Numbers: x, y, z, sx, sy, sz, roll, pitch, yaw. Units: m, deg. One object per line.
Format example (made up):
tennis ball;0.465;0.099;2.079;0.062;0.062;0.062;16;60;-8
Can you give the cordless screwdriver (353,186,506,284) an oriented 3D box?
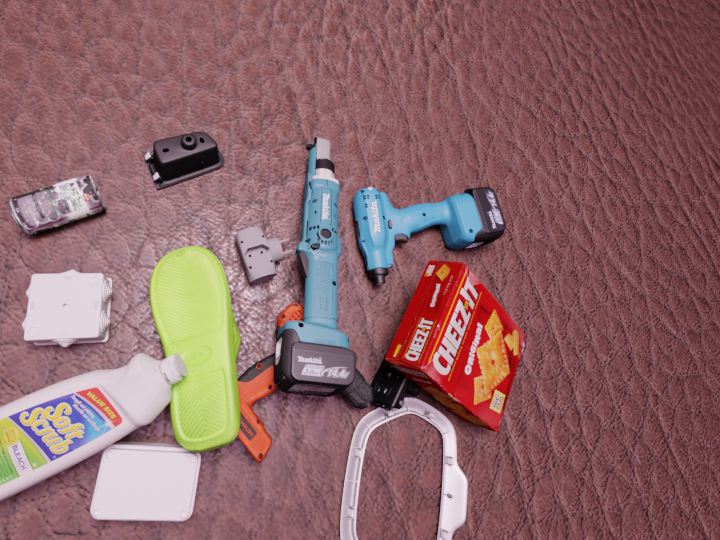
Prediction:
cordless screwdriver;0.115;-0.062;0.712;0.244;0.074;0.162;-4;75;-12

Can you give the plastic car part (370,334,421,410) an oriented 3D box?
plastic car part;0.085;0.123;0.649;0.065;0.068;0.204;33;67;-17

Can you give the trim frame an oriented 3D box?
trim frame;0.065;0.312;0.602;0.180;0.028;0.252;14;68;-12

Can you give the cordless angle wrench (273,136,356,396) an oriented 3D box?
cordless angle wrench;-0.062;-0.040;0.629;0.095;0.074;0.435;9;58;-17

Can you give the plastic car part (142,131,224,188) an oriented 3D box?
plastic car part;-0.269;-0.181;0.647;0.114;0.071;0.067;-24;84;-18
